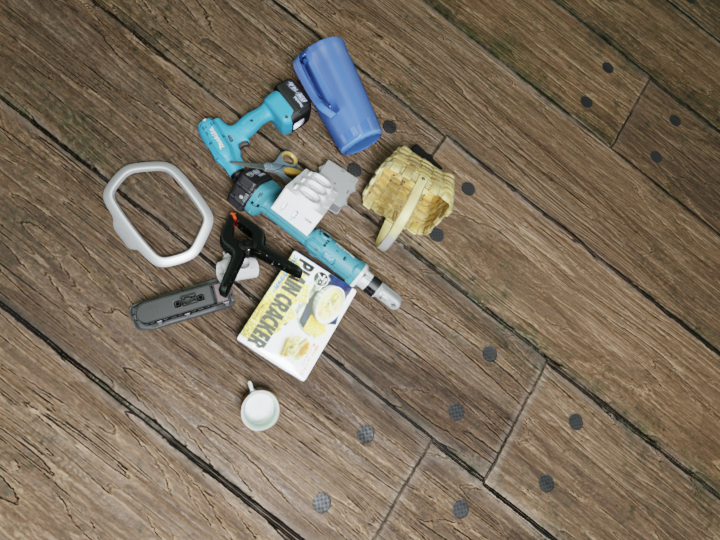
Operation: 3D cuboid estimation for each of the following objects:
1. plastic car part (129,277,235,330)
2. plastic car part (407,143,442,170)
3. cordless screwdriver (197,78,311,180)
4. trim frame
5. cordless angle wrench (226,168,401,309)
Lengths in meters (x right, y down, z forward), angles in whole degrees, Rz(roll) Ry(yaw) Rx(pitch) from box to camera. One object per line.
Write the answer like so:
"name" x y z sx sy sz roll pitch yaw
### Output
"plastic car part" -0.357 0.069 0.844 0.200 0.068 0.066 -17 90 -12
"plastic car part" 0.147 -0.258 1.021 0.115 0.067 0.071 38 58 -5
"cordless screwdriver" -0.222 -0.313 0.955 0.246 0.074 0.161 -33 86 -12
"trim frame" -0.427 -0.123 0.894 0.182 0.028 0.249 -39 88 -18
"cordless angle wrench" -0.087 -0.057 0.886 0.426 0.097 0.074 38 116 3
